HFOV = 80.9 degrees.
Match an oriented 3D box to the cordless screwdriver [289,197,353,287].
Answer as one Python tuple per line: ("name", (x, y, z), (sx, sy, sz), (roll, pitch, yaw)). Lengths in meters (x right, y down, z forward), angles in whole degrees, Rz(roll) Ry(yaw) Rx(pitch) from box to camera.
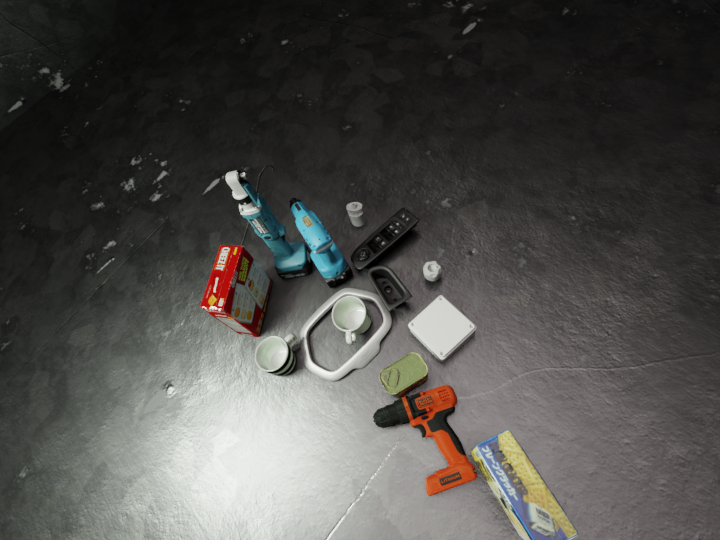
("cordless screwdriver", (-0.102, -0.067, 1.044), (0.074, 0.238, 0.167), (-32, 62, -4))

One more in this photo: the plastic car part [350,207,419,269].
("plastic car part", (0.060, -0.074, 1.102), (0.202, 0.064, 0.069), (-39, 62, -6))

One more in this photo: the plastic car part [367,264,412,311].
("plastic car part", (0.069, 0.045, 1.036), (0.066, 0.068, 0.122), (-32, 60, -3))

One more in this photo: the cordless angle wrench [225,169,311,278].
("cordless angle wrench", (-0.216, -0.099, 0.997), (0.099, 0.405, 0.076), (-8, 63, 8))

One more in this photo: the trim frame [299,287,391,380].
("trim frame", (-0.039, 0.151, 1.036), (0.247, 0.026, 0.193), (-44, 61, -9))
